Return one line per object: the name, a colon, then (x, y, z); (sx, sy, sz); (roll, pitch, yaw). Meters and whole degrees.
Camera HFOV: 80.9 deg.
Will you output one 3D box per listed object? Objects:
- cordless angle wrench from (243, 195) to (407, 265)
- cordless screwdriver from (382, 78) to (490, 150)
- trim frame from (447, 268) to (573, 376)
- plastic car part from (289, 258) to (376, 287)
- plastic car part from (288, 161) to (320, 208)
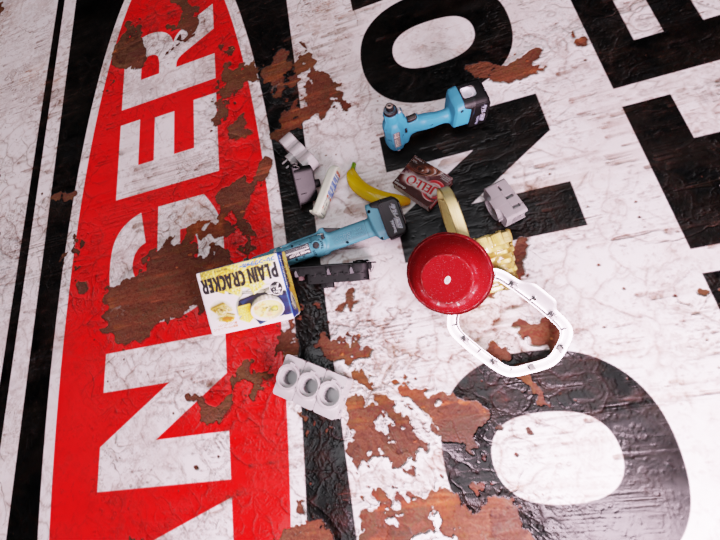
cordless angle wrench: (-0.100, -0.066, 1.027); (0.431, 0.073, 0.098); (-18, 91, 15)
cordless screwdriver: (0.173, -0.379, 1.005); (0.251, 0.153, 0.076); (-17, 70, 8)
trim frame: (0.286, 0.105, 0.816); (0.248, 0.027, 0.185); (40, 105, -1)
plastic car part: (-0.063, 0.006, 0.999); (0.207, 0.064, 0.068); (-8, 81, 14)
plastic car part: (-0.140, -0.226, 1.091); (0.071, 0.113, 0.068); (-17, 26, -4)
